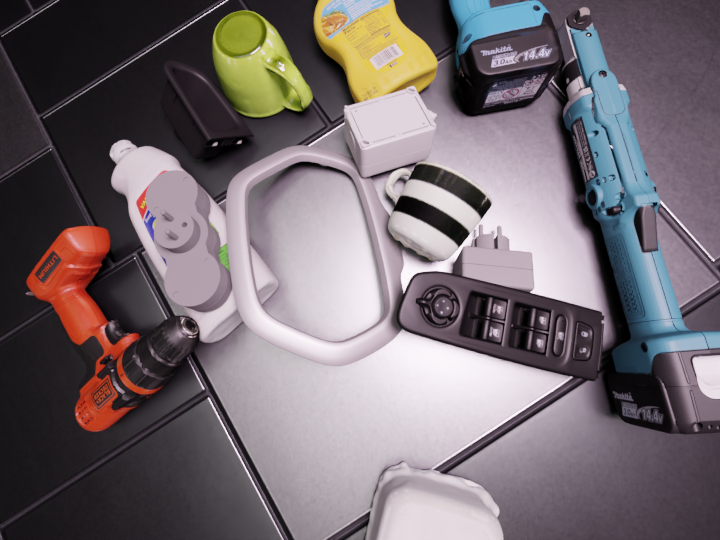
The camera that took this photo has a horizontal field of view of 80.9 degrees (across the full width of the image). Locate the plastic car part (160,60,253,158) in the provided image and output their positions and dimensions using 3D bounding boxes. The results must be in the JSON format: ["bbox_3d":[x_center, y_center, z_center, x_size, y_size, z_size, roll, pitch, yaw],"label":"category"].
[{"bbox_3d":[-0.193,-0.177,0.495,0.119,0.064,0.071,52,127,11],"label":"plastic car part"}]

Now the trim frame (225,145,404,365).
[{"bbox_3d":[-0.042,-0.028,0.433,0.180,0.027,0.257,-6,64,-15],"label":"trim frame"}]

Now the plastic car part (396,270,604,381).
[{"bbox_3d":[0.125,0.046,0.402,0.198,0.068,0.066,15,89,-13],"label":"plastic car part"}]

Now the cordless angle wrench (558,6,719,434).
[{"bbox_3d":[0.257,-0.074,0.416,0.075,0.095,0.431,-7,74,2],"label":"cordless angle wrench"}]

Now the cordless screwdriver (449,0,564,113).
[{"bbox_3d":[0.156,-0.310,0.477,0.160,0.072,0.254,-14,74,3],"label":"cordless screwdriver"}]
